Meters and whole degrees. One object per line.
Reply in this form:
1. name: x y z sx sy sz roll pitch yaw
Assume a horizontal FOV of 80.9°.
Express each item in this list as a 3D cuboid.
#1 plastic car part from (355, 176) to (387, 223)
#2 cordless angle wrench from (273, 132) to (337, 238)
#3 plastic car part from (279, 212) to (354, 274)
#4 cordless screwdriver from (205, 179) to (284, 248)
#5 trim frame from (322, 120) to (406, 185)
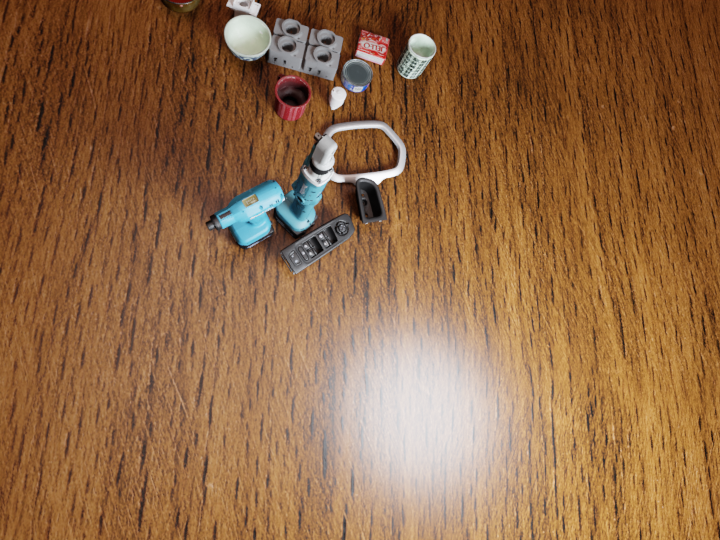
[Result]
1. plastic car part: 0.016 -0.172 1.076 0.065 0.071 0.118 -10 80 -16
2. cordless angle wrench: -0.108 -0.165 0.864 0.098 0.427 0.074 46 72 -4
3. plastic car part: -0.101 -0.066 1.029 0.200 0.067 0.067 -35 89 -17
4. cordless screwdriver: -0.253 -0.105 0.913 0.157 0.251 0.075 -32 90 -18
5. trim frame: 0.004 -0.314 1.130 0.244 0.028 0.187 -9 79 -13
